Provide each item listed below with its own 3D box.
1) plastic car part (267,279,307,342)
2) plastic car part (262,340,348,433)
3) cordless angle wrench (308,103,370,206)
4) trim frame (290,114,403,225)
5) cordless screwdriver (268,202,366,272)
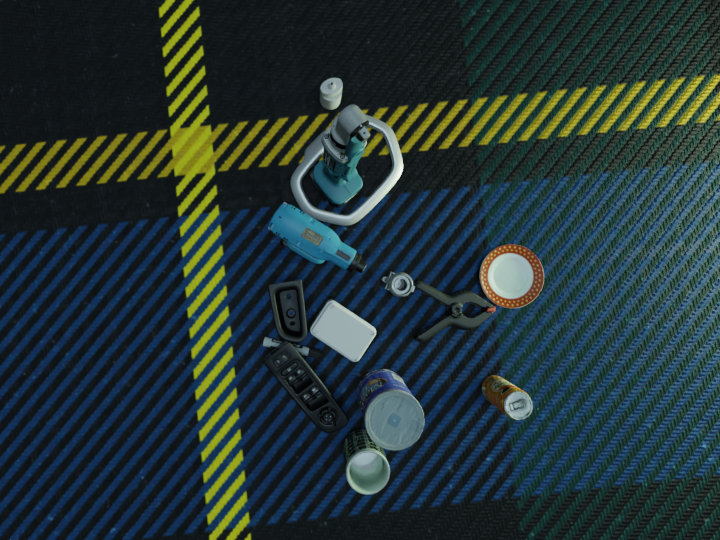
[{"bbox_3d":[-0.138,0.079,0.829,0.066,0.071,0.117,-9,90,-3],"label":"plastic car part"},{"bbox_3d":[-0.104,0.228,0.827,0.066,0.067,0.203,-38,90,-2],"label":"plastic car part"},{"bbox_3d":[-0.031,-0.174,0.661,0.074,0.425,0.097,-38,95,-3],"label":"cordless angle wrench"},{"bbox_3d":[-0.027,-0.205,0.859,0.184,0.027,0.248,43,88,1],"label":"trim frame"},{"bbox_3d":[-0.073,-0.048,0.744,0.159,0.250,0.074,31,89,-4],"label":"cordless screwdriver"}]
